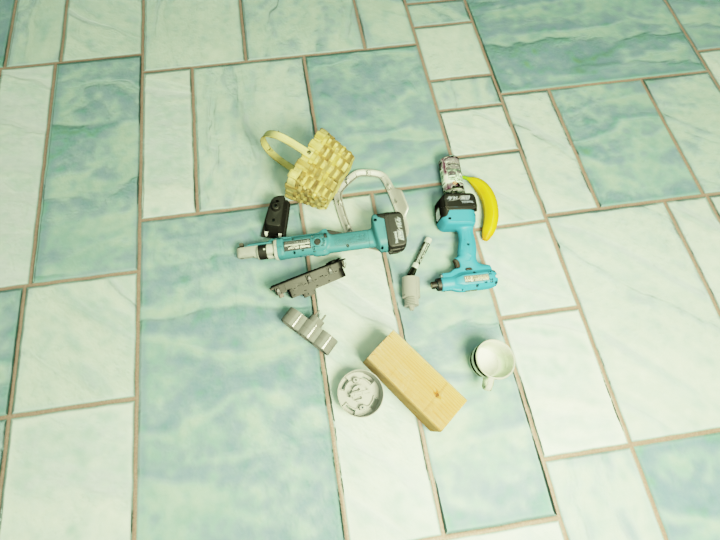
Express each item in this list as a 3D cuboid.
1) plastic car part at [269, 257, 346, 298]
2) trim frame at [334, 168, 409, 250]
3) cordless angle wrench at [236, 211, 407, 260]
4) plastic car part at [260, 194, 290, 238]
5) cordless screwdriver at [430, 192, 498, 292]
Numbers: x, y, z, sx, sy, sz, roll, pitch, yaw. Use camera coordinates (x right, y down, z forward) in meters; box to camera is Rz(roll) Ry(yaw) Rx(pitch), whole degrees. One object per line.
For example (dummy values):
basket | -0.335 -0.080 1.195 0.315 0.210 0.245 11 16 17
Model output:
plastic car part | -0.119 0.024 1.032 0.201 0.066 0.068 -26 85 -10
trim frame | 0.031 -0.166 1.125 0.182 0.027 0.256 -15 68 -7
cordless angle wrench | -0.103 -0.067 1.054 0.426 0.072 0.100 -8 76 5
plastic car part | -0.218 -0.146 1.092 0.066 0.070 0.118 8 72 -1
cordless screwdriver | 0.236 -0.068 1.065 0.158 0.073 0.254 -7 73 -4
